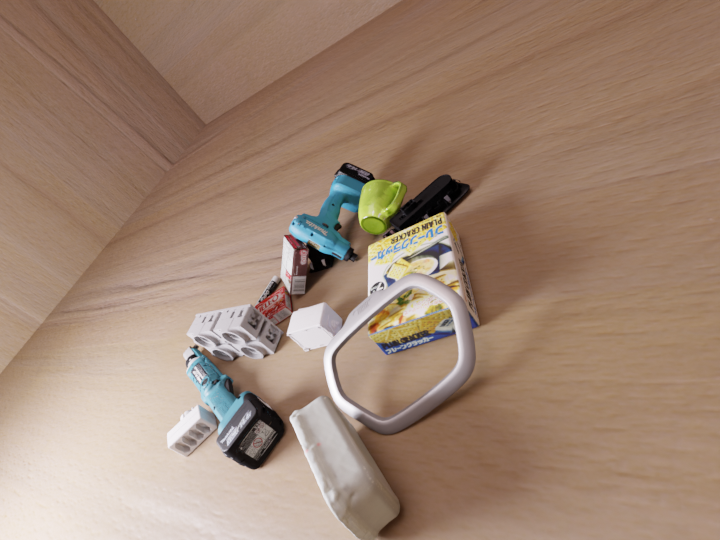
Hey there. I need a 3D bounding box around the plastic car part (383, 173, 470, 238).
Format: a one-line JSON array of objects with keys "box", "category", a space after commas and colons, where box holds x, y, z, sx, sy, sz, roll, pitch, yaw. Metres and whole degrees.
[{"box": [0.122, -0.121, 0.844, 0.203, 0.064, 0.069, -39, 26, 0], "category": "plastic car part"}]

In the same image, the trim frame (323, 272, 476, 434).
[{"box": [0.048, 0.116, 0.609, 0.250, 0.026, 0.193, -45, 60, 18], "category": "trim frame"}]

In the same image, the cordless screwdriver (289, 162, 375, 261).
[{"box": [-0.037, -0.133, 0.973, 0.248, 0.162, 0.073, -57, -8, -36], "category": "cordless screwdriver"}]

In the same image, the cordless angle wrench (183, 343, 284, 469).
[{"box": [-0.292, 0.237, 0.851, 0.098, 0.071, 0.445, -52, 33, -16], "category": "cordless angle wrench"}]

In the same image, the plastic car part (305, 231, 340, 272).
[{"box": [-0.096, -0.063, 0.982, 0.068, 0.067, 0.119, -17, 44, 32], "category": "plastic car part"}]
